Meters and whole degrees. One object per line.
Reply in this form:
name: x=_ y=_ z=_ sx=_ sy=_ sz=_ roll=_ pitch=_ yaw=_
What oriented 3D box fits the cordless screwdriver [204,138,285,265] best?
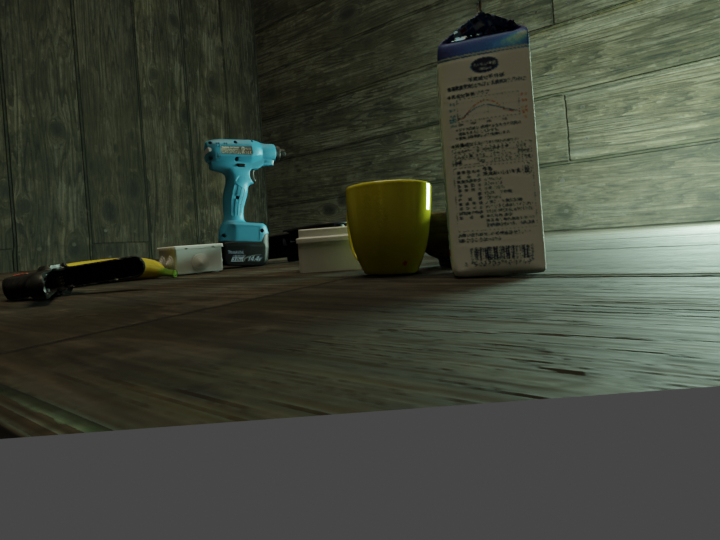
cordless screwdriver: x=-0.218 y=-0.133 z=0.834 sx=0.154 sy=0.248 sz=0.077 roll=-5 pitch=1 yaw=-26

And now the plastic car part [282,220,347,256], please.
plastic car part: x=-0.073 y=-0.048 z=0.750 sx=0.122 sy=0.071 sz=0.063 roll=-1 pitch=4 yaw=41

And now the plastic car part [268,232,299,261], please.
plastic car part: x=-0.157 y=-0.051 z=0.892 sx=0.207 sy=0.067 sz=0.065 roll=-3 pitch=3 yaw=12
